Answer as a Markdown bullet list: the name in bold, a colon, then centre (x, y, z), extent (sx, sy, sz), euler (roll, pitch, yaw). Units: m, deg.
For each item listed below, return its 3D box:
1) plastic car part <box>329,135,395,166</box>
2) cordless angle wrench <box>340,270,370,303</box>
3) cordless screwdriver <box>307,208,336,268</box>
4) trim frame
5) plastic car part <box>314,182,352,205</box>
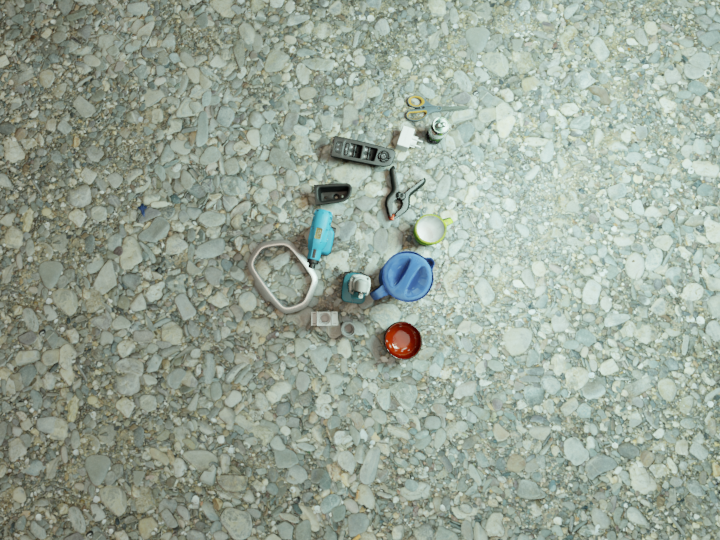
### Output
- **plastic car part**: centre (0.007, -0.369, 1.343), extent (0.204, 0.066, 0.066), euler (11, 85, 3)
- **cordless angle wrench**: centre (-0.009, 0.043, 1.121), extent (0.074, 0.421, 0.098), euler (8, 87, -3)
- **cordless screwdriver**: centre (-0.120, -0.078, 1.225), extent (0.074, 0.248, 0.160), euler (12, 86, -2)
- **trim frame**: centre (-0.246, 0.016, 1.329), extent (0.184, 0.027, 0.251), euler (-38, 84, -2)
- **plastic car part**: centre (-0.085, -0.236, 1.330), extent (0.117, 0.070, 0.066), euler (-5, 86, 0)
